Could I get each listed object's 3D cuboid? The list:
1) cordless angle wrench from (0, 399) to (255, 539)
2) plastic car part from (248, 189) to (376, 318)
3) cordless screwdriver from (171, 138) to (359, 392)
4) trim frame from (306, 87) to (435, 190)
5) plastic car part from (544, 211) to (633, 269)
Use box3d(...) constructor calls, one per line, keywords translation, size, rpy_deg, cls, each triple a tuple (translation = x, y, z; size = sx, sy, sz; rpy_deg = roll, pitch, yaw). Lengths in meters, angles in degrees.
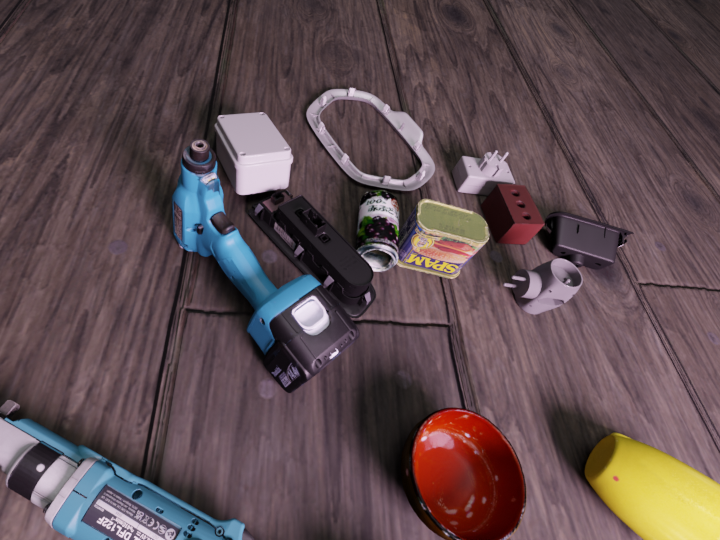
box3d(translation=(-0.126, 0.220, 0.324), size=(0.428, 0.073, 0.098), rpy_deg=(26, 53, 6), cls="cordless angle wrench")
box3d(translation=(-0.052, -0.034, 0.528), size=(0.064, 0.067, 0.209), rpy_deg=(-29, 70, -40), cls="plastic car part")
box3d(translation=(-0.109, -0.007, 0.430), size=(0.073, 0.158, 0.256), rpy_deg=(-33, 73, -34), cls="cordless screwdriver")
box3d(translation=(0.018, -0.225, 0.700), size=(0.179, 0.027, 0.259), rpy_deg=(-20, 62, -28), cls="trim frame")
box3d(translation=(0.335, -0.037, 0.642), size=(0.116, 0.065, 0.072), rpy_deg=(15, 68, -3), cls="plastic car part")
